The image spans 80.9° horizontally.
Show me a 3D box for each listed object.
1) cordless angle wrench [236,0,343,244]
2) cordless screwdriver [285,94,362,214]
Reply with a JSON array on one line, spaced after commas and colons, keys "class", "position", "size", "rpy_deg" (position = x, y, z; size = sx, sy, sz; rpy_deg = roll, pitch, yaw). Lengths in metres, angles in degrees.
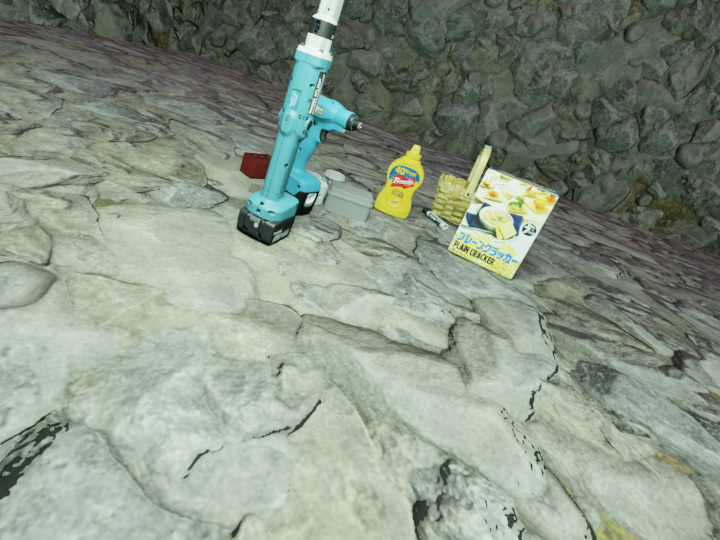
[{"class": "cordless angle wrench", "position": [-0.106, -0.246, 0.696], "size": [0.076, 0.419, 0.096], "rpy_deg": [27, 24, 11]}, {"class": "cordless screwdriver", "position": [-0.098, -0.233, 0.881], "size": [0.166, 0.246, 0.072], "rpy_deg": [33, 26, 24]}]
